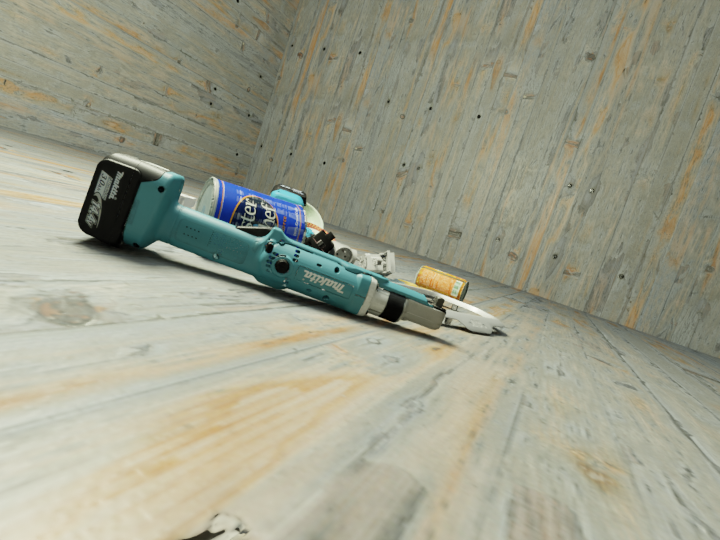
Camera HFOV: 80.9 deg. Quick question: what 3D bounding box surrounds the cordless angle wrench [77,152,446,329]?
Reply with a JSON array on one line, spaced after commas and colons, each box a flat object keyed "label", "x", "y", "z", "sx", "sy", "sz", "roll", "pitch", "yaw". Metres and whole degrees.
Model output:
[{"label": "cordless angle wrench", "x": -0.092, "y": -0.012, "z": 0.491, "sx": 0.416, "sy": 0.098, "sz": 0.076, "roll": 21, "pitch": 5, "yaw": -8}]

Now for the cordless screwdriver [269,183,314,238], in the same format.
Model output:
[{"label": "cordless screwdriver", "x": -0.201, "y": -0.138, "z": 1.031, "sx": 0.155, "sy": 0.074, "sz": 0.258, "roll": 15, "pitch": 26, "yaw": -17}]

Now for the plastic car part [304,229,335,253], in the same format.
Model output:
[{"label": "plastic car part", "x": -0.082, "y": -0.054, "z": 0.842, "sx": 0.066, "sy": 0.067, "sz": 0.204, "roll": 46, "pitch": -2, "yaw": -6}]

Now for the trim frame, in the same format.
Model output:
[{"label": "trim frame", "x": 0.130, "y": 0.060, "z": 0.713, "sx": 0.236, "sy": 0.027, "sz": 0.194, "roll": 15, "pitch": 6, "yaw": -37}]
